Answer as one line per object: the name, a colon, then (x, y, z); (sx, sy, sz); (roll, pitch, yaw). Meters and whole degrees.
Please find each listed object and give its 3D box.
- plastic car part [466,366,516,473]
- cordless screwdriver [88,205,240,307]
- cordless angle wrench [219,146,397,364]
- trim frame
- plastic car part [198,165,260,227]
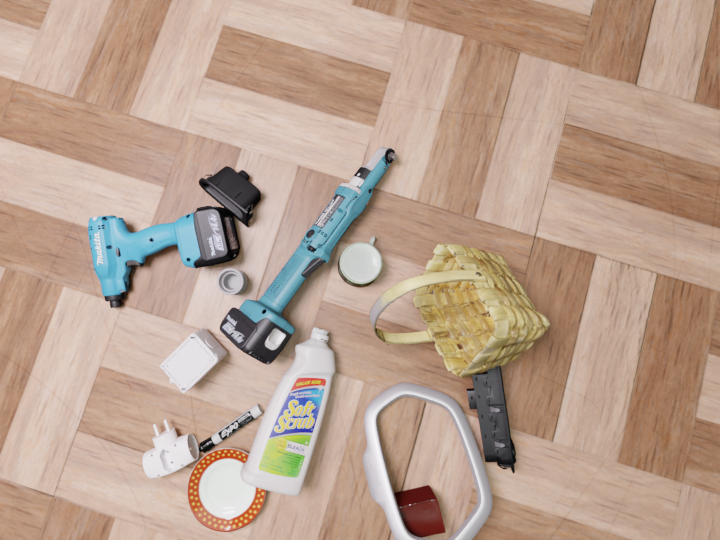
plastic car part: (0.214, 0.228, 0.694); (0.068, 0.065, 0.205); (-12, 84, 6)
cordless screwdriver: (-0.334, -0.025, 0.718); (0.251, 0.074, 0.158); (-6, 94, 5)
cordless angle wrench: (-0.070, -0.046, 0.716); (0.104, 0.070, 0.422); (25, 76, 44)
trim frame: (0.099, 0.306, 0.670); (0.183, 0.027, 0.256); (-14, 67, -6)
plastic car part: (-0.221, -0.144, 0.746); (0.118, 0.065, 0.070); (42, 69, 6)
